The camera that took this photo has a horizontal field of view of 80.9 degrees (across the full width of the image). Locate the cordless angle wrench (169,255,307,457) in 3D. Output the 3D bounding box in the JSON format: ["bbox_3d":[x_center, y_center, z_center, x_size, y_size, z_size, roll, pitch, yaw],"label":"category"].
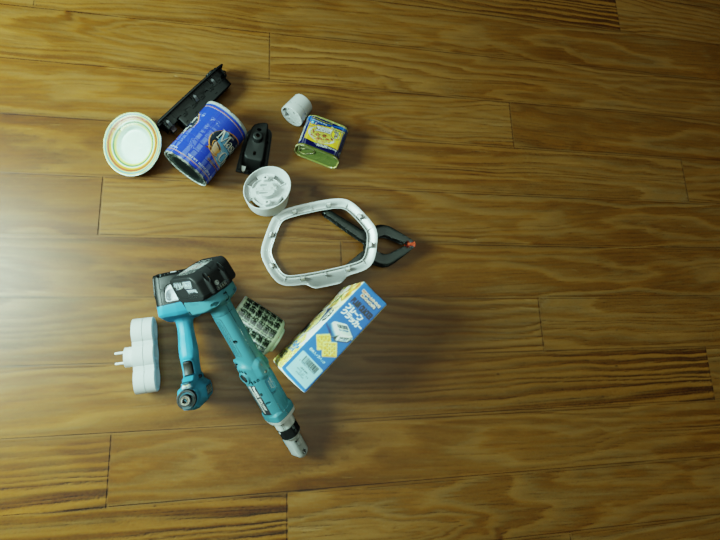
[{"bbox_3d":[-0.193,0.175,0.759,0.073,0.102,0.412,-40,112,-43],"label":"cordless angle wrench"}]

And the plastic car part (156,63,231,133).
[{"bbox_3d":[-0.348,-0.362,0.904,0.065,0.068,0.203,38,74,-15],"label":"plastic car part"}]

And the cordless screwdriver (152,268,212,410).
[{"bbox_3d":[-0.319,0.123,0.764,0.073,0.160,0.252,-11,81,-13],"label":"cordless screwdriver"}]

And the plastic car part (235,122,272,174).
[{"bbox_3d":[-0.223,-0.268,0.905,0.065,0.072,0.117,11,81,-13],"label":"plastic car part"}]

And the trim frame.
[{"bbox_3d":[-0.087,-0.057,0.888,0.248,0.027,0.186,-11,81,-2],"label":"trim frame"}]
